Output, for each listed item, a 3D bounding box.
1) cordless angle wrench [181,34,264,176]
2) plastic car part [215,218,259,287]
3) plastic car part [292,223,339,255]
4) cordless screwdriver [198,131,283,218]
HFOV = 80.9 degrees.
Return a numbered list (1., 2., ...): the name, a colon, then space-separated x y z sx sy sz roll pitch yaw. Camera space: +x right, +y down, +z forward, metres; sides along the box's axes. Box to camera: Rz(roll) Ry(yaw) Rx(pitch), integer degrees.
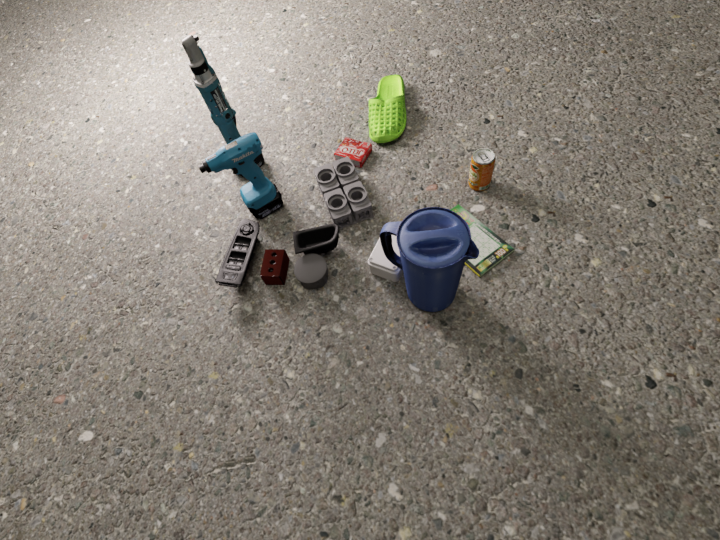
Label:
1. cordless angle wrench: -0.365 -0.417 1.117 0.078 0.406 0.097 34 70 24
2. plastic car part: -0.301 -0.041 1.080 0.068 0.064 0.207 2 60 12
3. plastic car part: -0.103 -0.067 1.049 0.117 0.068 0.068 -12 59 4
4. cordless screwdriver: -0.300 -0.229 1.089 0.158 0.239 0.078 -28 60 -7
